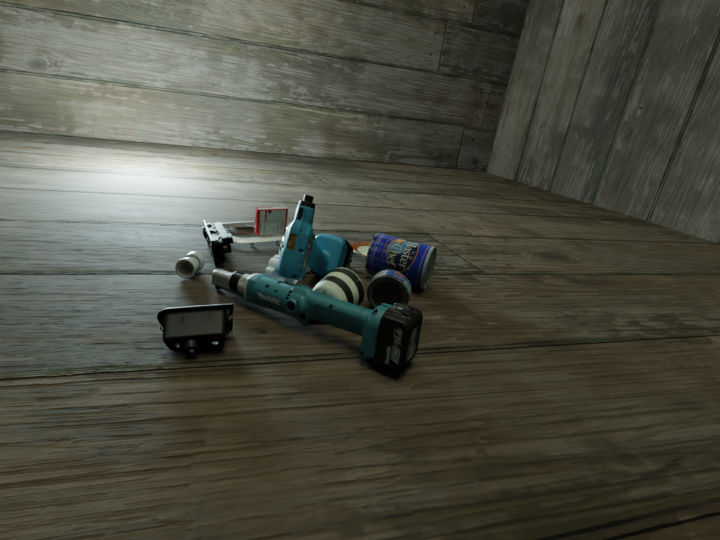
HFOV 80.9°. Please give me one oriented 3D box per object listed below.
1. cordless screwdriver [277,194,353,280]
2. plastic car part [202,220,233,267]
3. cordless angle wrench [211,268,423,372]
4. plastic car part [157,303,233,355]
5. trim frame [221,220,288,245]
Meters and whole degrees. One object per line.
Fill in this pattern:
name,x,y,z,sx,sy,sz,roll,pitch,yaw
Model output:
cordless screwdriver,-0.086,-0.056,0.878,0.077,0.159,0.240,13,-1,18
plastic car part,-0.350,-0.080,1.032,0.065,0.064,0.214,-22,29,-21
cordless angle wrench,-0.108,0.059,0.754,0.443,0.097,0.072,15,17,28
plastic car part,-0.254,0.098,0.654,0.113,0.064,0.074,-3,37,-18
trim frame,-0.305,-0.110,1.199,0.239,0.027,0.195,-10,28,-34
